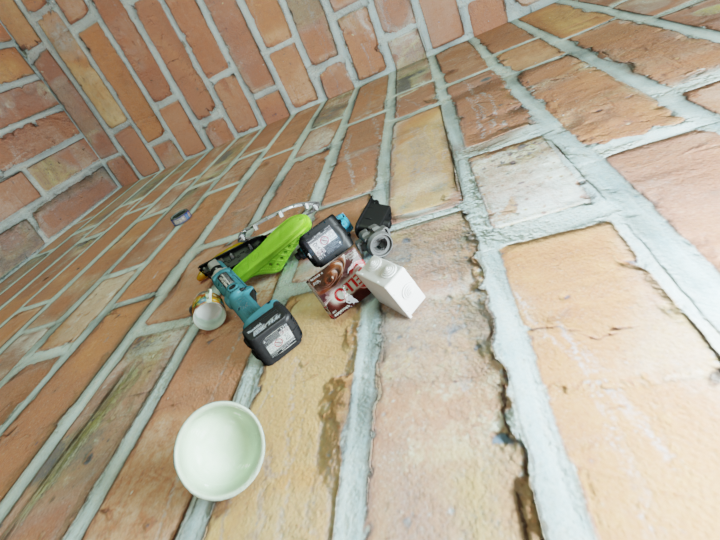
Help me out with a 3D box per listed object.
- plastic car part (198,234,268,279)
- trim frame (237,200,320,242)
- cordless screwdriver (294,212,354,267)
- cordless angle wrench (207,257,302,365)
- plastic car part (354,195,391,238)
[{"bbox_3d":[-0.328,-0.029,1.131,0.202,0.063,0.070,-32,57,-4],"label":"plastic car part"},{"bbox_3d":[-0.219,-0.127,1.135,0.251,0.028,0.180,-26,-3,9],"label":"trim frame"},{"bbox_3d":[-0.091,-0.059,0.929,0.160,0.073,0.250,-35,8,5],"label":"cordless screwdriver"},{"bbox_3d":[-0.266,0.055,0.924,0.097,0.071,0.447,-37,35,-17],"label":"cordless angle wrench"},{"bbox_3d":[0.039,-0.115,0.991,0.074,0.063,0.117,5,44,22],"label":"plastic car part"}]
